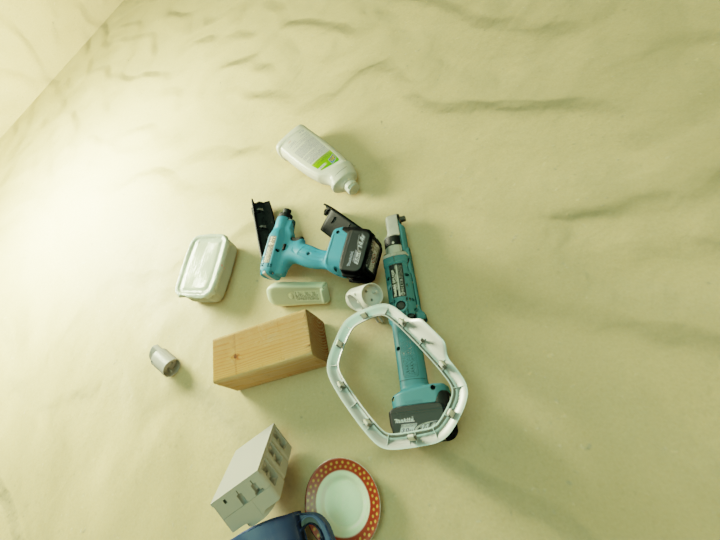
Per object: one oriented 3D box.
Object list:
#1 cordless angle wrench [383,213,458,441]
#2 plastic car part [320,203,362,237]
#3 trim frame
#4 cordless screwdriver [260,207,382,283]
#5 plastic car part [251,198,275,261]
[{"bbox_3d":[0.081,0.073,0.756,0.100,0.070,0.436,-16,57,16],"label":"cordless angle wrench"},{"bbox_3d":[-0.041,-0.082,0.903,0.123,0.062,0.071,42,101,31],"label":"plastic car part"},{"bbox_3d":[0.048,0.157,0.668,0.184,0.026,0.263,-41,49,-3],"label":"trim frame"},{"bbox_3d":[-0.083,-0.055,0.853,0.259,0.070,0.161,2,69,28],"label":"cordless screwdriver"},{"bbox_3d":[-0.218,-0.094,0.987,0.067,0.063,0.212,-23,56,0],"label":"plastic car part"}]
